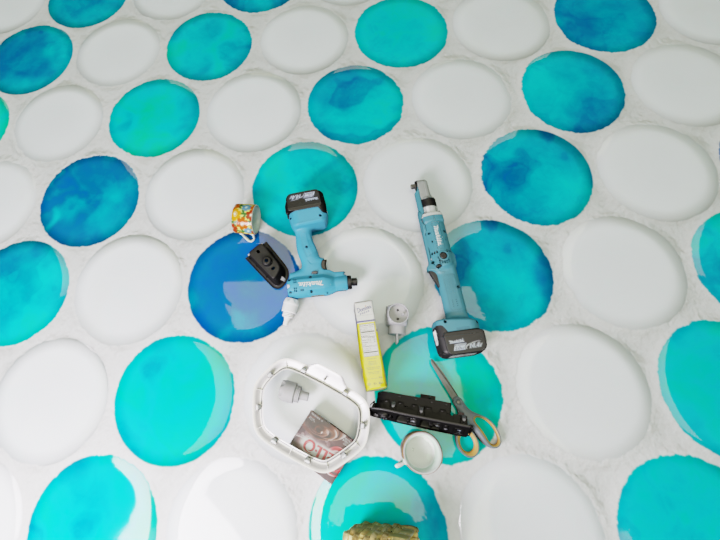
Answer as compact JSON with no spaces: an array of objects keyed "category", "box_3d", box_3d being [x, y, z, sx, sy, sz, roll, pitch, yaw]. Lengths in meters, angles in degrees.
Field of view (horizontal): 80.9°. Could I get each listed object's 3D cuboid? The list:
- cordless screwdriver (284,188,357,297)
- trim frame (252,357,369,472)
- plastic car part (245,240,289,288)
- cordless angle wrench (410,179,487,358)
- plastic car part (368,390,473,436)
[{"category":"cordless screwdriver","box_3d":[-0.097,-0.063,0.989,0.160,0.073,0.254,-6,74,1]},{"category":"trim frame","box_3d":[-0.102,0.282,0.843,0.254,0.027,0.184,25,74,12]},{"category":"plastic car part","box_3d":[-0.216,-0.018,0.982,0.065,0.069,0.121,-41,71,-10]},{"category":"cordless angle wrench","box_3d":[0.181,-0.023,0.954,0.098,0.072,0.434,-9,67,-1]},{"category":"plastic car part","box_3d":[0.114,0.280,0.844,0.207,0.064,0.068,3,61,12]}]
